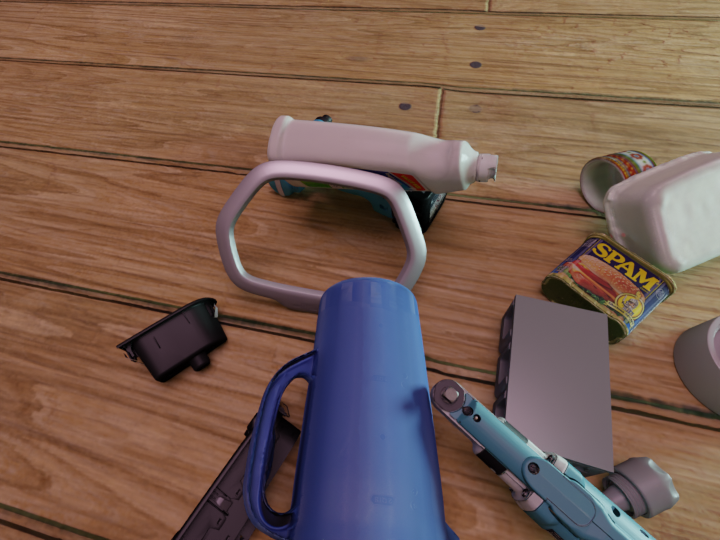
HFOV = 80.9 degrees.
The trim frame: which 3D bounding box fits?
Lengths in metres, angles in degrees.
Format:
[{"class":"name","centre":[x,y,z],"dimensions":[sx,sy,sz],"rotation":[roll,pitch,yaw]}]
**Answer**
[{"class":"trim frame","centre":[-0.048,-0.032,0.495],"dimensions":[0.249,0.182,0.028],"rotation":[9,14,2]}]

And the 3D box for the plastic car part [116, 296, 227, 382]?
[{"class":"plastic car part","centre":[-0.209,0.088,0.498],"dimensions":[0.115,0.065,0.073],"rotation":[-30,76,-17]}]

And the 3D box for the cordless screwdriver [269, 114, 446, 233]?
[{"class":"cordless screwdriver","centre":[0.003,-0.154,0.617],"dimensions":[0.259,0.071,0.159],"rotation":[19,61,21]}]

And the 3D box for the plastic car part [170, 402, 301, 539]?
[{"class":"plastic car part","centre":[-0.121,0.214,0.401],"dimensions":[0.068,0.065,0.203],"rotation":[27,64,8]}]

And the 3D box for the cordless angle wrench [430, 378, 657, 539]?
[{"class":"cordless angle wrench","centre":[0.223,0.236,0.300],"dimensions":[0.439,0.095,0.074],"rotation":[40,76,20]}]
